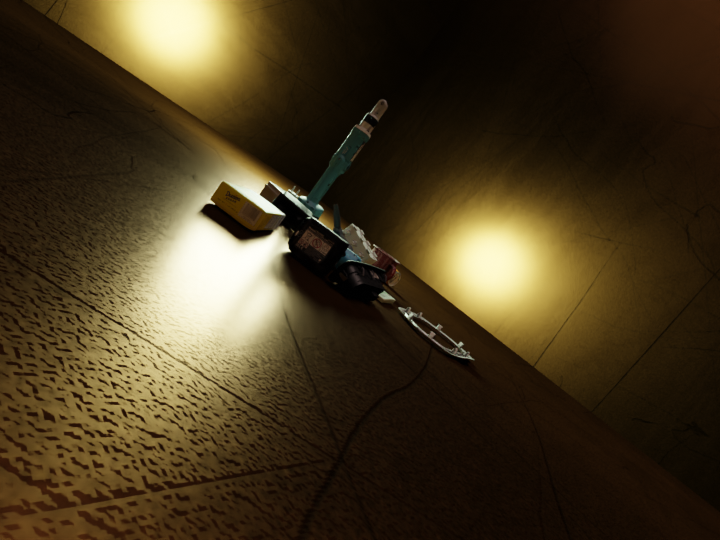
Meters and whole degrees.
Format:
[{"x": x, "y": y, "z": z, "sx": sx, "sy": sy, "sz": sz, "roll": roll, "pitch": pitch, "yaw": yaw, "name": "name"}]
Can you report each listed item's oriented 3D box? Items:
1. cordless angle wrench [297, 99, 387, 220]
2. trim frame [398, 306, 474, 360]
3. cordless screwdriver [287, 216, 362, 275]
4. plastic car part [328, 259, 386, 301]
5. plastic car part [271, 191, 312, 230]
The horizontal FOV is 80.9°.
[{"x": -0.057, "y": -0.307, "z": 1.208, "sx": 0.076, "sy": 0.423, "sz": 0.096, "roll": 38, "pitch": 7, "yaw": 9, "name": "cordless angle wrench"}, {"x": 0.180, "y": 0.149, "z": 0.981, "sx": 0.194, "sy": 0.027, "sz": 0.235, "roll": 42, "pitch": 7, "yaw": 35, "name": "trim frame"}, {"x": -0.084, "y": -0.055, "z": 0.859, "sx": 0.163, "sy": 0.074, "sz": 0.243, "roll": 37, "pitch": 3, "yaw": 9, "name": "cordless screwdriver"}, {"x": 0.001, "y": 0.026, "z": 0.805, "sx": 0.193, "sy": 0.067, "sz": 0.069, "roll": 26, "pitch": 38, "yaw": -64, "name": "plastic car part"}, {"x": -0.164, "y": -0.148, "z": 1.035, "sx": 0.112, "sy": 0.067, "sz": 0.073, "roll": 35, "pitch": 31, "yaw": -21, "name": "plastic car part"}]
